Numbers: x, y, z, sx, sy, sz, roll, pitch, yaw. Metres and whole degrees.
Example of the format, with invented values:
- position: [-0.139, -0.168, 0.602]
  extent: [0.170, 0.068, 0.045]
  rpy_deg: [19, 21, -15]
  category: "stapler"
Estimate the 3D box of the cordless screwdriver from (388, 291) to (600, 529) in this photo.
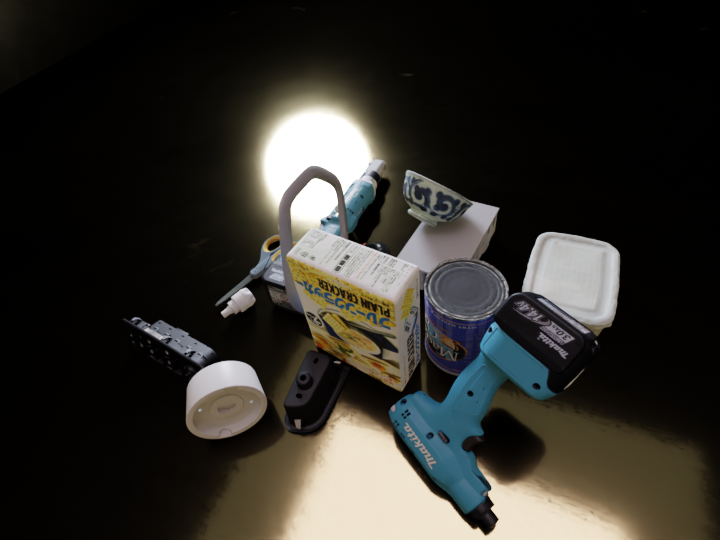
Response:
- position: [0.156, 0.153, 0.471]
  extent: [0.249, 0.070, 0.167]
  rpy_deg: [-53, 57, 21]
  category: "cordless screwdriver"

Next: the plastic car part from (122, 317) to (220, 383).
- position: [-0.304, 0.132, 0.694]
  extent: [0.213, 0.065, 0.065]
  rpy_deg: [21, 29, 31]
  category: "plastic car part"

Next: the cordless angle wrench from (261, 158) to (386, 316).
- position: [-0.039, -0.098, 0.833]
  extent: [0.102, 0.071, 0.422]
  rpy_deg: [14, 50, 23]
  category: "cordless angle wrench"

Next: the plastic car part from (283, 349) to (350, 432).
- position: [-0.070, 0.162, 0.597]
  extent: [0.069, 0.068, 0.117]
  rpy_deg: [11, 48, 22]
  category: "plastic car part"

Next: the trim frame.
- position: [-0.066, -0.043, 0.678]
  extent: [0.029, 0.245, 0.178]
  rpy_deg: [0, 12, 36]
  category: "trim frame"
